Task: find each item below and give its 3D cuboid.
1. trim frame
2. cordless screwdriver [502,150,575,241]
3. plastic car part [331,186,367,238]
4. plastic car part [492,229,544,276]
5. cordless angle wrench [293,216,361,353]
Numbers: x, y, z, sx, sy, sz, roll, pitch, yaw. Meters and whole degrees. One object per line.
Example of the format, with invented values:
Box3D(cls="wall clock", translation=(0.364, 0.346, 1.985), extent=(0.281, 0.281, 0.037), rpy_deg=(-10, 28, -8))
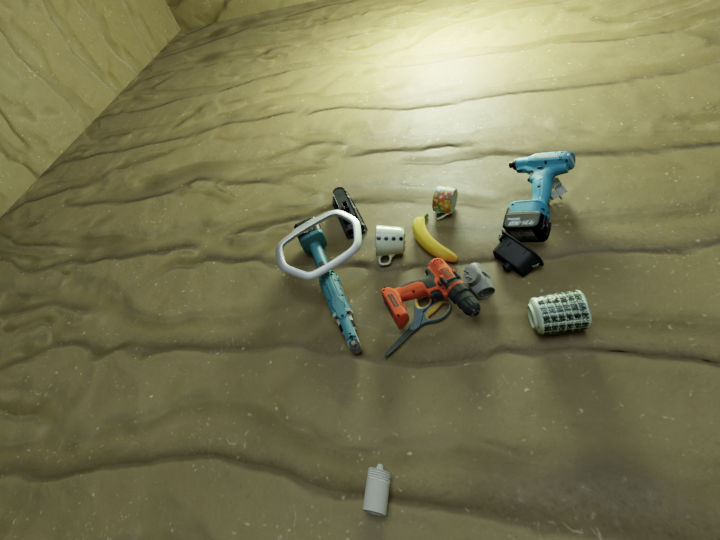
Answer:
Box3D(cls="trim frame", translation=(-0.111, -0.072, 1.130), extent=(0.247, 0.026, 0.194), rpy_deg=(-34, 57, -8))
Box3D(cls="cordless screwdriver", translation=(0.428, -0.195, 1.078), extent=(0.168, 0.070, 0.249), rpy_deg=(9, 67, 47))
Box3D(cls="plastic car part", translation=(-0.046, -0.189, 1.295), extent=(0.067, 0.063, 0.213), rpy_deg=(-28, 46, 5))
Box3D(cls="plastic car part", translation=(0.368, -0.032, 1.018), extent=(0.071, 0.062, 0.123), rpy_deg=(-43, 53, 2))
Box3D(cls="cordless angle wrench", translation=(-0.081, 0.032, 1.115), extent=(0.074, 0.093, 0.443), rpy_deg=(-24, 52, -2))
